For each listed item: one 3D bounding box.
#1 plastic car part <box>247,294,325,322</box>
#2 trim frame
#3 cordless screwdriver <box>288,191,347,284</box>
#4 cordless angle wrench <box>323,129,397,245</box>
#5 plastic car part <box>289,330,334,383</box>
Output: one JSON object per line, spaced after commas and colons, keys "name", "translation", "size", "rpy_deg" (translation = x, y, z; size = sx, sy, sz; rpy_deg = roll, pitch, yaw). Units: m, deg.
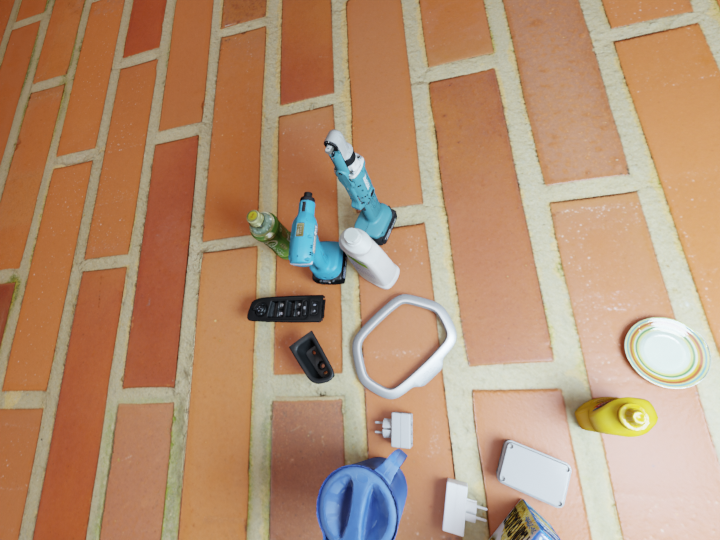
{"name": "plastic car part", "translation": [-0.177, 0.098, 1.030], "size": [0.208, 0.064, 0.067], "rpy_deg": [-2, 72, 17]}
{"name": "trim frame", "translation": [0.093, 0.166, 0.940], "size": [0.248, 0.026, 0.192], "rpy_deg": [-44, 65, -1]}
{"name": "cordless screwdriver", "translation": [-0.094, -0.062, 0.962], "size": [0.076, 0.238, 0.162], "rpy_deg": [-1, 73, 14]}
{"name": "cordless angle wrench", "translation": [0.000, -0.165, 0.875], "size": [0.077, 0.406, 0.098], "rpy_deg": [21, 80, 19]}
{"name": "plastic car part", "translation": [-0.100, 0.208, 0.965], "size": [0.066, 0.068, 0.121], "rpy_deg": [-37, 66, 2]}
